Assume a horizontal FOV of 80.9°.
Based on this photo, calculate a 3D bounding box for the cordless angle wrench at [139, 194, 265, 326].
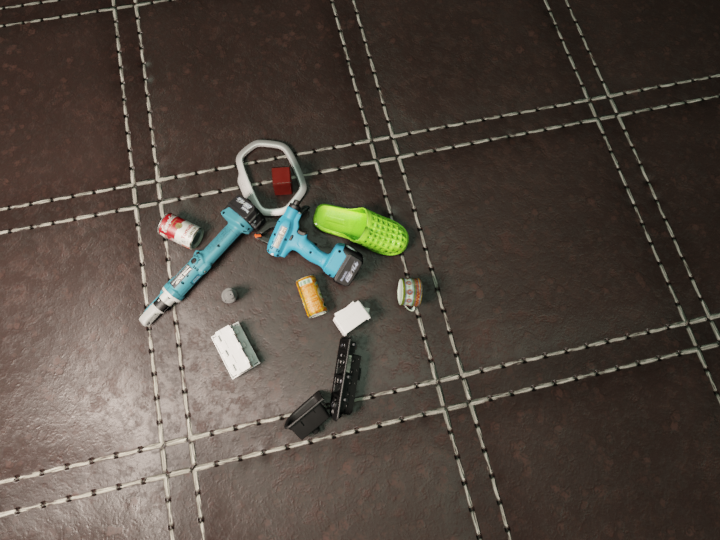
[{"bbox_3d":[-0.430,-0.018,1.128,0.103,0.071,0.422,36,81,29],"label":"cordless angle wrench"}]

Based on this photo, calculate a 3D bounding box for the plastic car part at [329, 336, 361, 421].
[{"bbox_3d":[-0.037,0.274,1.068,0.064,0.068,0.205,21,72,-25],"label":"plastic car part"}]

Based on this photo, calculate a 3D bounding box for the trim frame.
[{"bbox_3d":[-0.263,-0.272,1.225,0.182,0.027,0.253,-24,78,-8],"label":"trim frame"}]

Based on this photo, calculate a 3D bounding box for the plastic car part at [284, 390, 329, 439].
[{"bbox_3d":[-0.123,0.366,1.042,0.116,0.067,0.070,-42,97,-8],"label":"plastic car part"}]

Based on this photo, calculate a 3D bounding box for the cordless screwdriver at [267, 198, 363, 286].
[{"bbox_3d":[-0.109,-0.071,1.117,0.249,0.074,0.159,26,99,1],"label":"cordless screwdriver"}]
